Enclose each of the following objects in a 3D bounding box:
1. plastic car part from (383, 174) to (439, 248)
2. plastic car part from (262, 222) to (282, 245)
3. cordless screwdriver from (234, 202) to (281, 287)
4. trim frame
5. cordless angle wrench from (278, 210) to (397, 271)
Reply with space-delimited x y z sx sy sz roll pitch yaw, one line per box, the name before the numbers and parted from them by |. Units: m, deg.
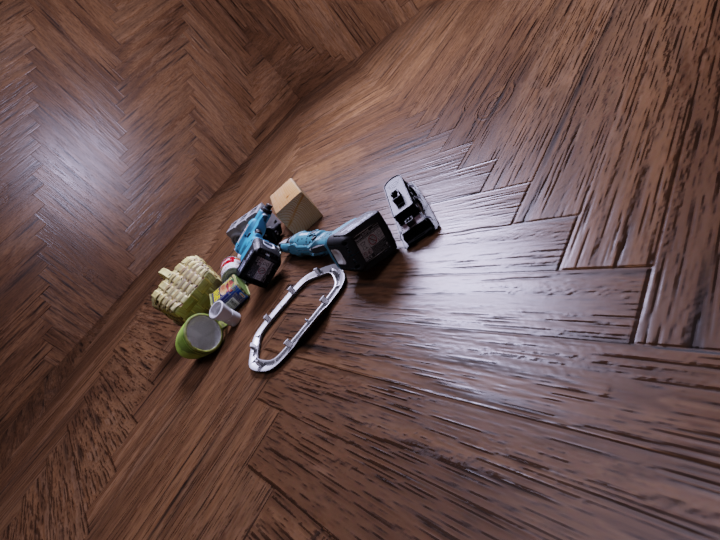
plastic car part | 0.076 -0.118 0.757 0.067 0.065 0.208 -43 22 20
plastic car part | -0.268 -0.101 1.223 0.120 0.064 0.070 -21 19 34
cordless screwdriver | -0.252 -0.072 1.060 0.159 0.071 0.260 -58 28 10
trim frame | -0.123 0.080 0.786 0.247 0.026 0.193 -49 27 -13
cordless angle wrench | -0.086 -0.056 0.877 0.096 0.072 0.440 -36 18 -23
